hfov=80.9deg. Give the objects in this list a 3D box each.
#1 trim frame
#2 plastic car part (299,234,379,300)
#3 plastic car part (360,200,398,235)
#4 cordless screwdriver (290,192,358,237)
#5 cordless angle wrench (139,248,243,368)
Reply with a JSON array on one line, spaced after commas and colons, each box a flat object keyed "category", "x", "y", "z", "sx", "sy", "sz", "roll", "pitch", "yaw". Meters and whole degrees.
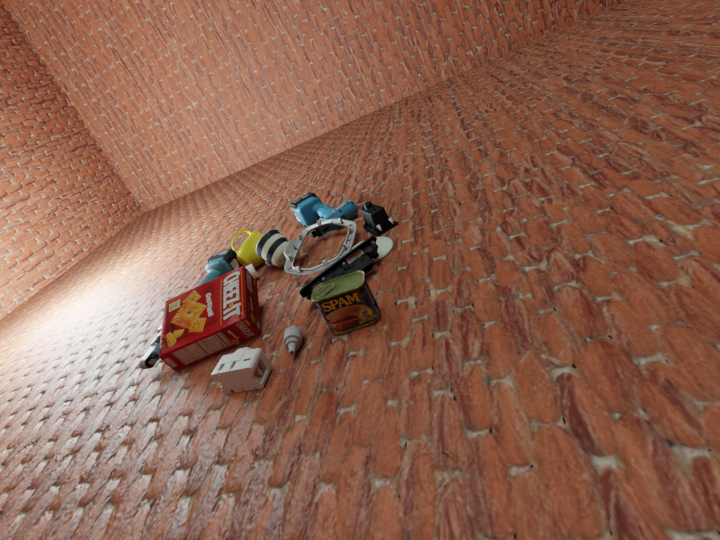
[{"category": "trim frame", "x": -0.105, "y": -0.069, "z": 1.073, "sx": 0.190, "sy": 0.026, "sz": 0.252, "roll": -10, "pitch": 36, "yaw": 20}, {"category": "plastic car part", "x": -0.035, "y": 0.009, "z": 0.887, "sx": 0.200, "sy": 0.069, "sz": 0.065, "roll": -32, "pitch": -15, "yaw": -16}, {"category": "plastic car part", "x": 0.033, "y": -0.142, "z": 1.088, "sx": 0.065, "sy": 0.068, "sz": 0.122, "roll": -30, "pitch": 28, "yaw": -12}, {"category": "cordless screwdriver", "x": -0.136, "y": -0.165, "z": 1.290, "sx": 0.157, "sy": 0.071, "sz": 0.262, "roll": -38, "pitch": 31, "yaw": -21}, {"category": "cordless angle wrench", "x": -0.443, "y": 0.092, "z": 1.113, "sx": 0.101, "sy": 0.071, "sz": 0.426, "roll": -15, "pitch": 31, "yaw": 25}]
